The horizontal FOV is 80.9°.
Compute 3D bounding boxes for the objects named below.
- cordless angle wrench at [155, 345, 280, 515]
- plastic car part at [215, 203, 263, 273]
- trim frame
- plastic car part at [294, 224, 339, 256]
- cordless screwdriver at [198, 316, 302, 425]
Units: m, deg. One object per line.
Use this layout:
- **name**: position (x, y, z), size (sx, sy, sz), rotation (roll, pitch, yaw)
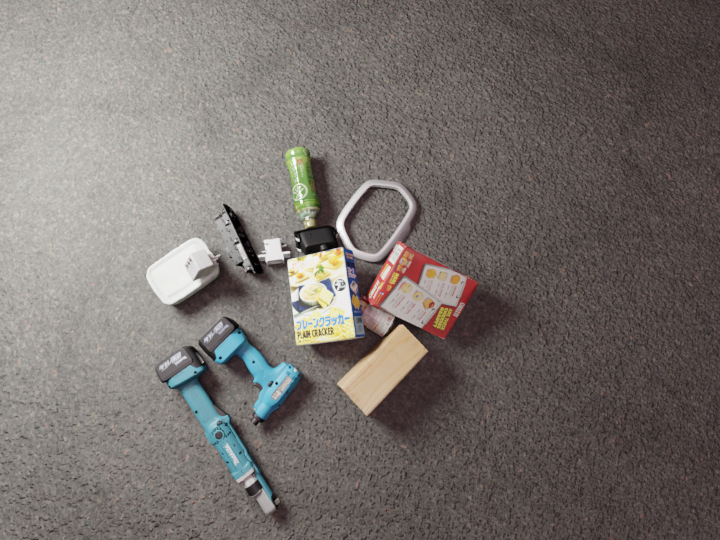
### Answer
- **cordless angle wrench**: position (-0.322, 0.373, 0.978), size (0.097, 0.074, 0.429), rotation (-35, 82, -11)
- **plastic car part**: position (-0.321, -0.076, 1.097), size (0.068, 0.064, 0.206), rotation (-27, 79, 16)
- **trim frame**: position (0.046, -0.139, 1.145), size (0.186, 0.027, 0.248), rotation (34, 75, 6)
- **plastic car part**: position (-0.106, -0.070, 1.087), size (0.115, 0.063, 0.074), rotation (-12, 43, -7)
- **cordless screwdriver**: position (-0.281, 0.236, 1.012), size (0.250, 0.074, 0.159), rotation (39, 77, 2)
